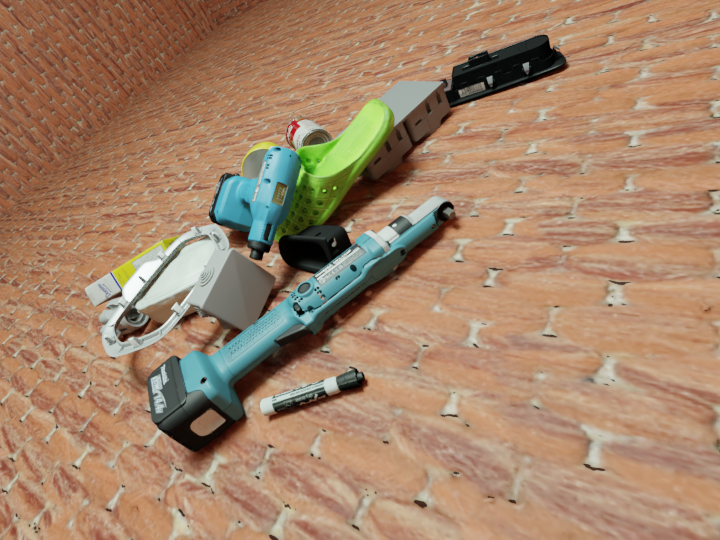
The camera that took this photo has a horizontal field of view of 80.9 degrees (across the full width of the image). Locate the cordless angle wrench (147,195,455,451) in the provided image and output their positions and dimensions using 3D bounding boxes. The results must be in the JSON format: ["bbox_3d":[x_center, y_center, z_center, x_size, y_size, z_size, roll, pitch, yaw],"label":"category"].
[{"bbox_3d":[-0.057,0.040,0.513,0.421,0.070,0.103,-38,39,-7],"label":"cordless angle wrench"}]

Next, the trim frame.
[{"bbox_3d":[-0.295,0.019,0.639,0.193,0.026,0.249,4,55,38],"label":"trim frame"}]

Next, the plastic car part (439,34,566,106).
[{"bbox_3d":[0.220,-0.332,0.696,0.211,0.064,0.067,-5,40,28],"label":"plastic car part"}]

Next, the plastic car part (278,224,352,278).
[{"bbox_3d":[-0.059,-0.039,0.605,0.123,0.063,0.070,12,42,46],"label":"plastic car part"}]

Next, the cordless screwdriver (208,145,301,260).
[{"bbox_3d":[-0.179,-0.095,0.674,0.259,0.071,0.160,3,76,58],"label":"cordless screwdriver"}]
